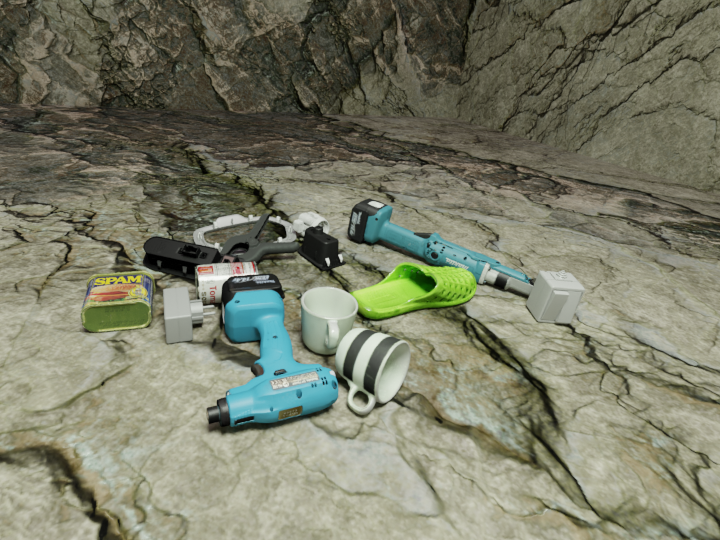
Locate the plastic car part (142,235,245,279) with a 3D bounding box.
[{"bbox_3d":[-0.327,-0.023,0.796,0.208,0.064,0.067,9,64,15],"label":"plastic car part"}]

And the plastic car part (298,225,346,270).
[{"bbox_3d":[-0.089,-0.058,0.909,0.063,0.069,0.123,-15,37,-39],"label":"plastic car part"}]

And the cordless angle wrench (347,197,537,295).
[{"bbox_3d":[0.170,-0.044,0.924,0.443,0.096,0.072,26,31,26],"label":"cordless angle wrench"}]

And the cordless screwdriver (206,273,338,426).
[{"bbox_3d":[-0.151,0.104,0.591,0.154,0.073,0.263,-8,34,-25],"label":"cordless screwdriver"}]

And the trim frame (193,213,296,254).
[{"bbox_3d":[-0.263,-0.089,0.981,0.240,0.027,0.195,-20,36,-37],"label":"trim frame"}]
